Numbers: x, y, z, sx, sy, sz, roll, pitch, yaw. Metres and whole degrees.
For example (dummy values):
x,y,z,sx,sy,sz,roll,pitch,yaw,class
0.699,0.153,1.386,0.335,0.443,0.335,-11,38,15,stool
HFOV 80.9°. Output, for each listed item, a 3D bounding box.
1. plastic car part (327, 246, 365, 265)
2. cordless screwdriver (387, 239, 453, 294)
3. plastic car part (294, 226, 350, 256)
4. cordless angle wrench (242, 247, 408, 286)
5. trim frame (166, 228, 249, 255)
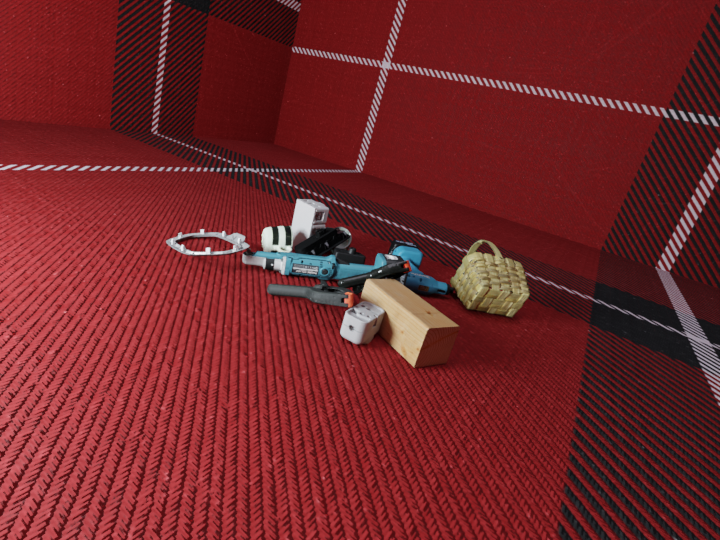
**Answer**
x,y,z,sx,sy,sz,roll,pitch,yaw,class
-0.037,-0.032,1.206,0.114,0.070,0.068,7,22,-11,plastic car part
0.170,-0.004,1.264,0.157,0.073,0.256,11,24,-10,cordless screwdriver
-0.117,-0.077,1.199,0.070,0.064,0.199,19,44,36,plastic car part
-0.093,-0.008,1.095,0.417,0.096,0.076,6,20,-8,cordless angle wrench
-0.392,-0.074,1.087,0.177,0.027,0.262,-11,20,-37,trim frame
